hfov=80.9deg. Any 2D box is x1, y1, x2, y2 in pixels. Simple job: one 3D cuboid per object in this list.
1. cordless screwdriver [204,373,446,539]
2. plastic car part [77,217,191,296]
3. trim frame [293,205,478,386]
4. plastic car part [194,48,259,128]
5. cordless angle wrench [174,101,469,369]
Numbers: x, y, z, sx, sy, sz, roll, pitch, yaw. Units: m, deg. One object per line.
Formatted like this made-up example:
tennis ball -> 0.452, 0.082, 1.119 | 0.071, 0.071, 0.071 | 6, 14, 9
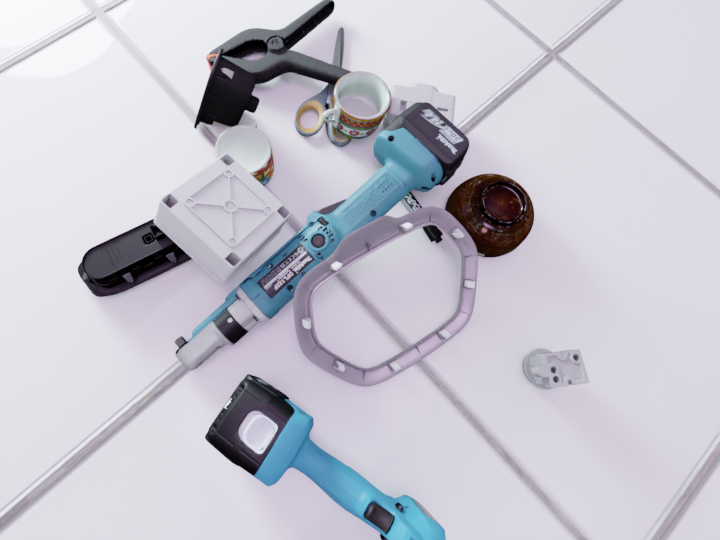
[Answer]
cordless screwdriver -> -0.029, 0.201, 0.405 | 0.253, 0.157, 0.074 | 33, 74, 6
plastic car part -> -0.246, -0.033, 0.514 | 0.201, 0.067, 0.067 | -29, 87, -9
trim frame -> 0.039, 0.029, 0.495 | 0.246, 0.028, 0.180 | -28, 102, -11
plastic car part -> -0.171, -0.227, 0.555 | 0.068, 0.120, 0.067 | 20, 73, -26
cordless angle wrench -> -0.050, -0.033, 0.512 | 0.421, 0.073, 0.100 | -43, 82, -7
